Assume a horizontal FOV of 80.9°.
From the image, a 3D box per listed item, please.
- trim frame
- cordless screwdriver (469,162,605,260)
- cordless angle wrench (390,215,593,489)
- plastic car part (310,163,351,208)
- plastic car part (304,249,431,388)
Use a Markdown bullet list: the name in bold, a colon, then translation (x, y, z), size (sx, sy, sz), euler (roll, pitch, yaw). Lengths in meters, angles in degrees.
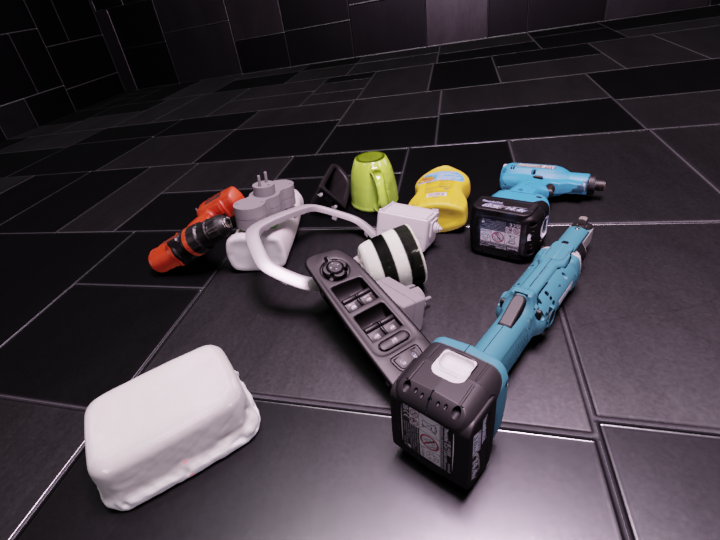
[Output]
- **trim frame**: translation (-0.064, -0.042, 0.653), size (0.192, 0.027, 0.242), euler (31, 35, 21)
- **cordless screwdriver**: translation (0.278, -0.105, 0.662), size (0.167, 0.072, 0.245), euler (13, 37, 31)
- **cordless angle wrench**: translation (0.185, 0.042, 0.473), size (0.078, 0.095, 0.414), euler (19, 40, 36)
- **plastic car part**: translation (-0.065, -0.155, 0.841), size (0.072, 0.064, 0.118), euler (-40, 21, 30)
- **plastic car part**: translation (0.005, 0.052, 0.501), size (0.065, 0.065, 0.213), euler (-29, 58, -16)
